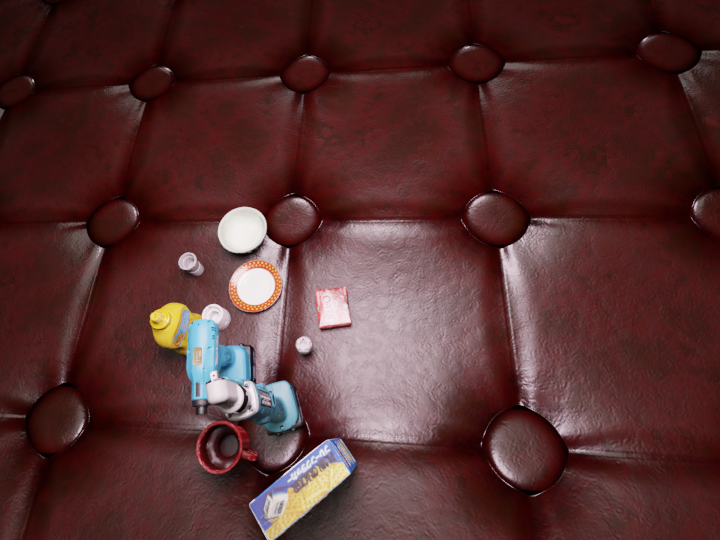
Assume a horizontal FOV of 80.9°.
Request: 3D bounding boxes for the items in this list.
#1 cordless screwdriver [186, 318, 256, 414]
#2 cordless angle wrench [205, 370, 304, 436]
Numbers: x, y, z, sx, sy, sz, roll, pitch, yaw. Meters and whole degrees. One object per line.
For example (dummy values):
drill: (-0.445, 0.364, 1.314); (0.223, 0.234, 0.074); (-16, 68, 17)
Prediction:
cordless screwdriver: (-0.271, 0.201, 0.827); (0.075, 0.241, 0.163); (-8, 68, 0)
cordless angle wrench: (-0.171, 0.224, 0.711); (0.074, 0.410, 0.101); (-17, 69, -4)
